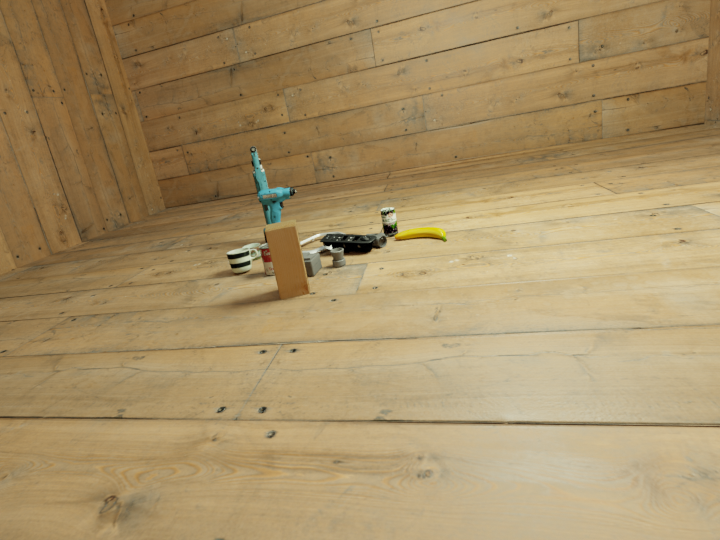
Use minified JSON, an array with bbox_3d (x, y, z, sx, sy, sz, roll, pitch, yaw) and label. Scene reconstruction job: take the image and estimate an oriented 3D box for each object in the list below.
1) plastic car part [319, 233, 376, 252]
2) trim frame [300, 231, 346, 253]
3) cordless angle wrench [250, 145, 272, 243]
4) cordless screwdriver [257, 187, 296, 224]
[{"bbox_3d":[-0.041,-0.095,1.504,0.211,0.065,0.065,-1,20,28],"label":"plastic car part"},{"bbox_3d":[-0.162,-0.106,1.659,0.194,0.027,0.241,8,27,43],"label":"trim frame"},{"bbox_3d":[-0.412,-0.318,1.805,0.074,0.414,0.101,-12,16,-8],"label":"cordless angle wrench"},{"bbox_3d":[-0.316,-0.215,1.723,0.163,0.243,0.074,-5,17,16],"label":"cordless screwdriver"}]
